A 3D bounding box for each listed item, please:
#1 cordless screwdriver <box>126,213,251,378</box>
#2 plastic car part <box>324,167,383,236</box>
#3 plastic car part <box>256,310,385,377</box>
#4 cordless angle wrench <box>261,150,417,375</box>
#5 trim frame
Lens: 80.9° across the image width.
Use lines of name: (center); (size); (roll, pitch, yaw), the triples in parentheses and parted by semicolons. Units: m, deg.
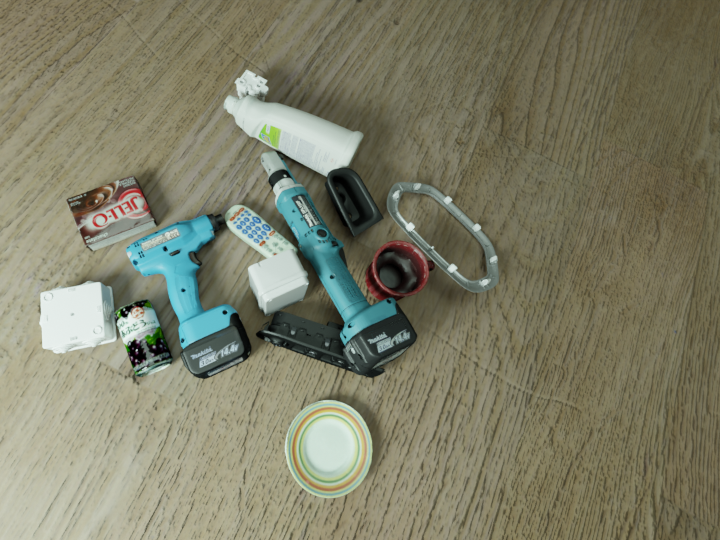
cordless screwdriver: (-0.244, 0.030, 0.663); (0.157, 0.073, 0.256); (-28, 74, -17)
plastic car part: (-0.024, -0.123, 0.748); (0.065, 0.073, 0.115); (-31, 96, -19)
plastic car part: (-0.062, 0.111, 0.660); (0.202, 0.066, 0.068); (15, 72, -4)
cordless angle wrench: (-0.067, -0.044, 0.688); (0.095, 0.074, 0.440); (-17, 62, -30)
trim frame: (0.150, -0.068, 0.745); (0.252, 0.028, 0.180); (46, 47, 6)
